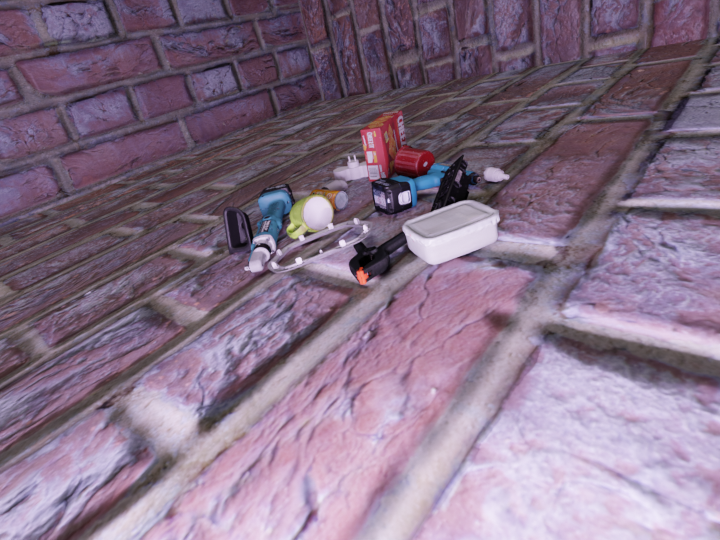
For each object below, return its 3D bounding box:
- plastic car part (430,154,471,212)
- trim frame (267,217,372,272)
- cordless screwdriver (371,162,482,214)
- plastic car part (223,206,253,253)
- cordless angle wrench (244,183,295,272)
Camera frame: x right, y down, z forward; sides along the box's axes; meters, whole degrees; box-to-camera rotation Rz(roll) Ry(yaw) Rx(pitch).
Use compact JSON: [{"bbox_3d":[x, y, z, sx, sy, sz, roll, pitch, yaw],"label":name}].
[{"bbox_3d":[0.202,-0.168,0.936,0.067,0.066,0.203,-36,18,50],"label":"plastic car part"},{"bbox_3d":[-0.090,-0.059,0.925,0.249,0.027,0.190,-20,24,2],"label":"trim frame"},{"bbox_3d":[0.162,-0.209,1.053,0.243,0.072,0.168,-23,28,-22],"label":"cordless screwdriver"},{"bbox_3d":[-0.304,-0.107,1.078,0.067,0.116,0.070,-9,2,12],"label":"plastic car part"},{"bbox_3d":[-0.234,-0.114,1.088,0.099,0.072,0.435,-13,30,4],"label":"cordless angle wrench"}]
